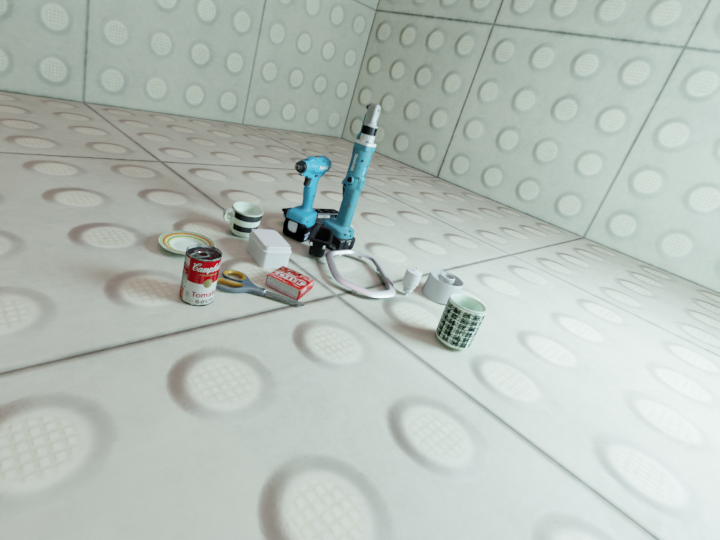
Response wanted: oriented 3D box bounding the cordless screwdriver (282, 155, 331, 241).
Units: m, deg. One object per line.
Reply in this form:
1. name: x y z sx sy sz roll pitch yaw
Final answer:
1. cordless screwdriver: -0.163 -0.205 1.208 0.077 0.246 0.155 25 23 16

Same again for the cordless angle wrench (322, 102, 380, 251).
1. cordless angle wrench: -0.018 -0.256 1.195 0.103 0.418 0.071 32 25 31

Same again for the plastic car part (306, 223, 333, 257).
1. plastic car part: -0.114 -0.075 1.167 0.066 0.070 0.118 16 23 -3

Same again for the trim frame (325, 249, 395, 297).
1. trim frame: 0.000 0.005 1.115 0.179 0.027 0.259 8 24 -18

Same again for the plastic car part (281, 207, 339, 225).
1. plastic car part: -0.163 -0.173 1.365 0.194 0.066 0.070 2 26 -29
